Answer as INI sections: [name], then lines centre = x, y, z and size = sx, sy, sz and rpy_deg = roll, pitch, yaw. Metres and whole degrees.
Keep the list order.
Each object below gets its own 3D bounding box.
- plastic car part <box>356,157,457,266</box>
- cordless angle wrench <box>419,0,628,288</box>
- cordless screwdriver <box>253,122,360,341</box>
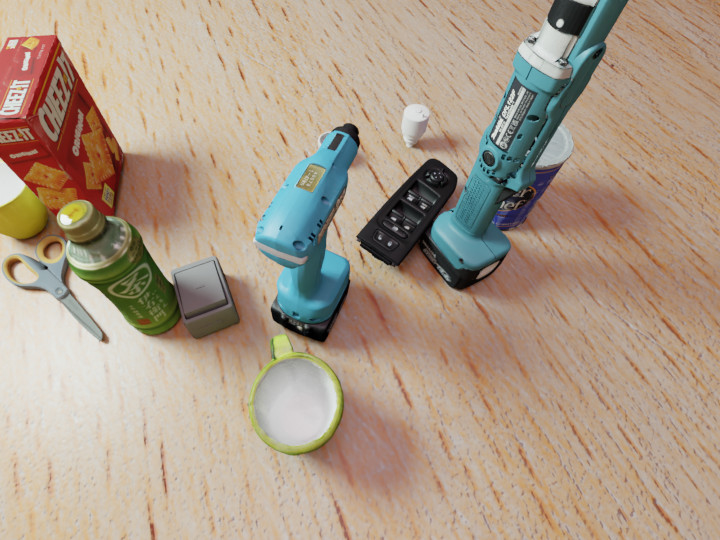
[plastic car part]
centre = 0.072, -0.080, 0.599
size = 0.068, 0.065, 0.202
rpy_deg = 31, 64, 15
[cordless angle wrench]
centre = 0.149, -0.118, 0.419
size = 0.073, 0.412, 0.102
rpy_deg = -25, 65, -17
[cordless screwdriver]
centre = -0.046, -0.030, 0.468
size = 0.076, 0.242, 0.160
rpy_deg = 21, 61, 8
